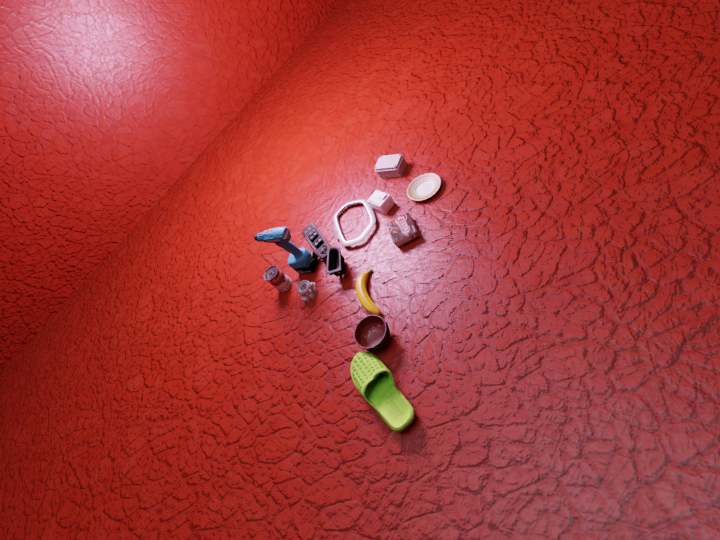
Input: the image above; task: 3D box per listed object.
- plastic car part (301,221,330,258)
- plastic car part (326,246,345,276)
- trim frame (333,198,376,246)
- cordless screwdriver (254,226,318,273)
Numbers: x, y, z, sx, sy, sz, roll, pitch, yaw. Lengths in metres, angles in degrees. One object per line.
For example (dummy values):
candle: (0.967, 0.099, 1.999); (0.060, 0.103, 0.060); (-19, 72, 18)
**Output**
plastic car part: (-0.165, -0.108, 1.689); (0.066, 0.063, 0.214); (-41, 43, 3)
plastic car part: (-0.084, -0.026, 1.565); (0.068, 0.067, 0.120); (-19, 49, 24)
trim frame: (-0.030, -0.193, 1.680); (0.186, 0.026, 0.260); (-32, 45, 12)
cordless screwdriver: (-0.286, -0.079, 1.631); (0.166, 0.235, 0.075); (-5, 55, 34)
